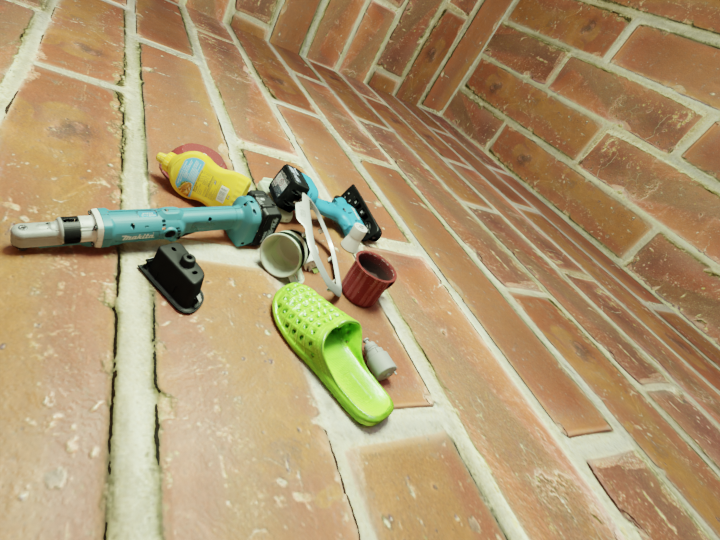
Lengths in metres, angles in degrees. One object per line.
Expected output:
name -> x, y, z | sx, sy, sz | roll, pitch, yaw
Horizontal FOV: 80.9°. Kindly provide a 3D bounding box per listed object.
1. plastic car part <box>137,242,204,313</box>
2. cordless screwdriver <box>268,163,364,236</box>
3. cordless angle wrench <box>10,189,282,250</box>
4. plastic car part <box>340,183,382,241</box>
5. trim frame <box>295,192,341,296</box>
plastic car part -> -0.277, 0.001, 0.650 | 0.121, 0.070, 0.064 | 40, 32, 20
cordless screwdriver -> -0.104, -0.173, 1.025 | 0.235, 0.075, 0.167 | 24, 27, -38
cordless angle wrench -> -0.327, -0.077, 0.708 | 0.405, 0.098, 0.078 | -12, 54, -44
plastic car part -> 0.003, -0.141, 1.120 | 0.063, 0.067, 0.213 | 41, 16, -41
trim frame -> -0.083, -0.054, 0.846 | 0.258, 0.028, 0.175 | -101, 168, -49
